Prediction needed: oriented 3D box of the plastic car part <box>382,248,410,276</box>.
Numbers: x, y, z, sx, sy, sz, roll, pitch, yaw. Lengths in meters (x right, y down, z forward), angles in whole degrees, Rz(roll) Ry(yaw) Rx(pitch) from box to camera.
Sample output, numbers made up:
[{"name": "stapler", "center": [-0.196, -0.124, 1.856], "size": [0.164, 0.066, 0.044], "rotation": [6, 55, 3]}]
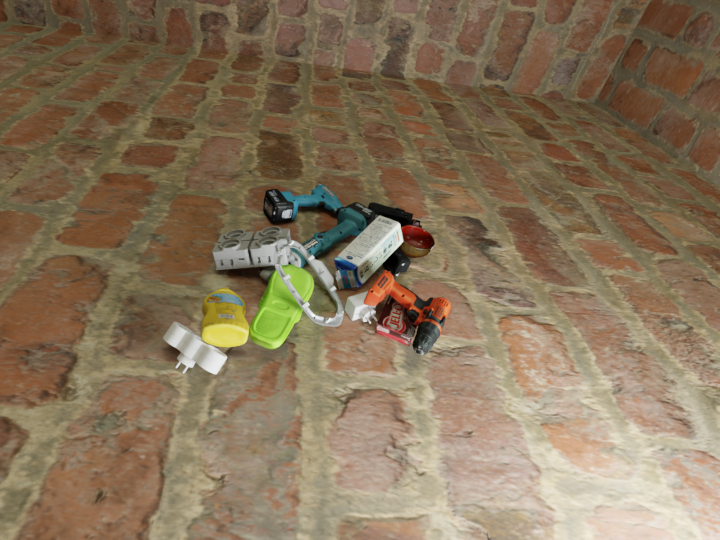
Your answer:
[{"name": "plastic car part", "center": [0.101, -0.036, 1.211], "size": [0.068, 0.065, 0.123], "rotation": [7, 32, -31]}]

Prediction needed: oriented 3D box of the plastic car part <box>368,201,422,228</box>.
[{"name": "plastic car part", "center": [0.102, -0.173, 1.373], "size": [0.207, 0.065, 0.067], "rotation": [15, 46, 9]}]

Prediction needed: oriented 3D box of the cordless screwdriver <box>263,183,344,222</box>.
[{"name": "cordless screwdriver", "center": [-0.173, -0.204, 1.340], "size": [0.240, 0.073, 0.168], "rotation": [-16, 46, -34]}]

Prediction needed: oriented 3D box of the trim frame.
[{"name": "trim frame", "center": [-0.119, 0.026, 1.009], "size": [0.251, 0.028, 0.180], "rotation": [53, 24, 3]}]

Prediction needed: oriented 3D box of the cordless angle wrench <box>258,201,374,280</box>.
[{"name": "cordless angle wrench", "center": [-0.118, -0.077, 1.202], "size": [0.103, 0.072, 0.414], "rotation": [32, 46, 25]}]
